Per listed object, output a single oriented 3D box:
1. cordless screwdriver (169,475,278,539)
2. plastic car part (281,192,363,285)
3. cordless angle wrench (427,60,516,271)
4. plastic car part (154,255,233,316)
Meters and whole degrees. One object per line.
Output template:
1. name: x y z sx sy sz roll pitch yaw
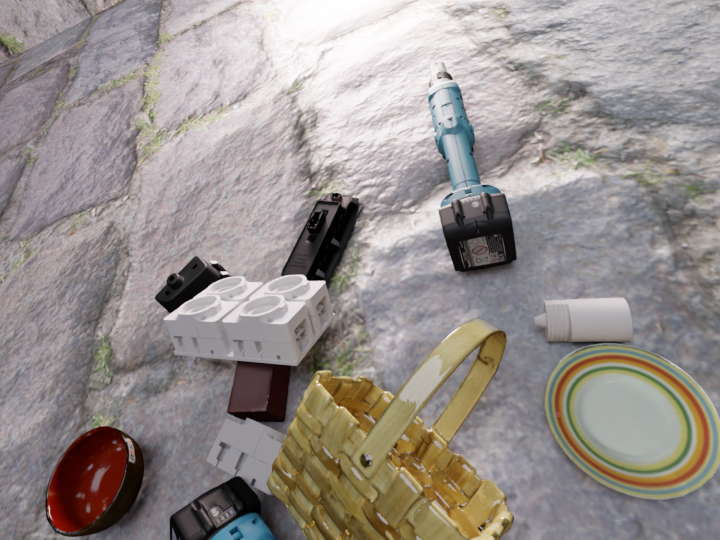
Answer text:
1. cordless screwdriver: -0.068 0.307 0.344 0.071 0.156 0.263 -13 25 -43
2. plastic car part: -0.060 -0.039 0.611 0.069 0.064 0.205 11 64 20
3. cordless angle wrench: 0.137 -0.193 0.617 0.076 0.093 0.435 -14 50 16
4. plastic car part: -0.260 0.025 0.643 0.116 0.067 0.070 -44 52 -14
